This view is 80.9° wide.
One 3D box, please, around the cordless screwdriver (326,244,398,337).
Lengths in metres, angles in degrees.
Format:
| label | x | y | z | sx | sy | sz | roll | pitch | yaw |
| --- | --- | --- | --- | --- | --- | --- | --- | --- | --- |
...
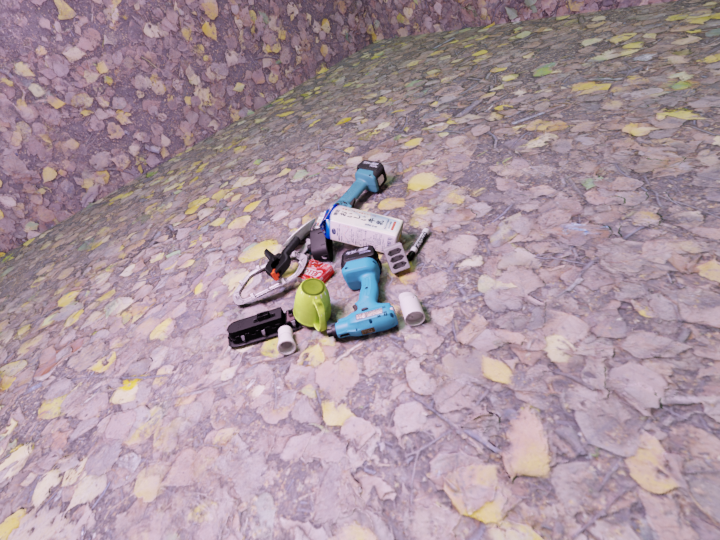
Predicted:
| label | x | y | z | sx | sy | sz | roll | pitch | yaw |
| --- | --- | --- | --- | --- | --- | --- | --- | --- | --- |
| cordless screwdriver | -0.010 | 0.054 | 1.016 | 0.161 | 0.071 | 0.258 | -18 | 40 | 8 |

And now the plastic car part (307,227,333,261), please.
| label | x | y | z | sx | sy | sz | roll | pitch | yaw |
| --- | --- | --- | --- | --- | --- | --- | --- | --- | --- |
| plastic car part | -0.120 | -0.078 | 1.225 | 0.073 | 0.062 | 0.120 | -11 | 60 | 17 |

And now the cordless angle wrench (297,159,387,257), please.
| label | x | y | z | sx | sy | sz | roll | pitch | yaw |
| --- | --- | --- | --- | --- | --- | --- | --- | --- | --- |
| cordless angle wrench | -0.064 | -0.192 | 1.348 | 0.103 | 0.071 | 0.421 | 20 | 60 | 34 |

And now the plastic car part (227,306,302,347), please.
| label | x | y | z | sx | sy | sz | roll | pitch | yaw |
| --- | --- | --- | --- | --- | --- | --- | --- | --- | --- |
| plastic car part | -0.248 | 0.138 | 1.055 | 0.205 | 0.064 | 0.069 | -21 | 42 | 9 |

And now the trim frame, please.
| label | x | y | z | sx | sy | sz | roll | pitch | yaw |
| --- | --- | --- | --- | --- | --- | --- | --- | --- | --- |
| trim frame | -0.264 | 0.017 | 1.217 | 0.250 | 0.026 | 0.191 | -25 | 32 | 7 |
